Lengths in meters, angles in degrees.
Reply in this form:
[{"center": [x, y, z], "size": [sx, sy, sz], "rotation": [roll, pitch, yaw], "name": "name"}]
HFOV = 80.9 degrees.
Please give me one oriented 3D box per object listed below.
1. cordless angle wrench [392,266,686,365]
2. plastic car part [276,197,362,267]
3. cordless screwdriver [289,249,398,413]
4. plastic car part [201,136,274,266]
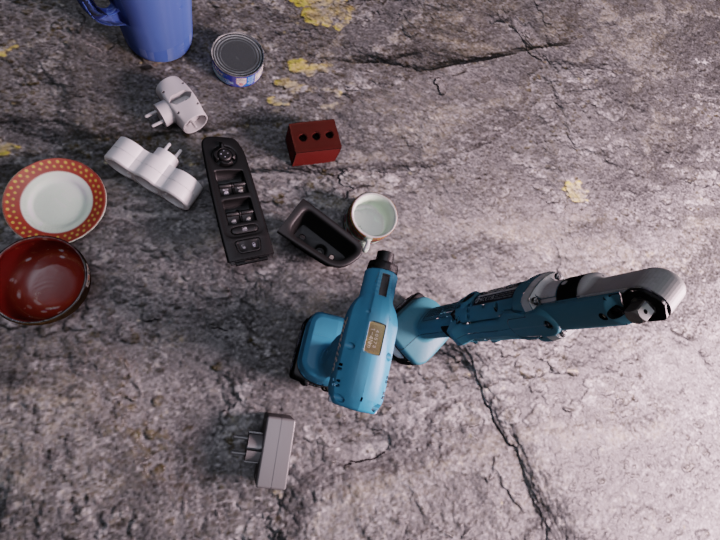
[{"center": [0.132, 0.052, 0.459], "size": [0.097, 0.427, 0.074], "rotation": [-39, 92, -20], "name": "cordless angle wrench"}, {"center": [-0.062, -0.040, 0.630], "size": [0.116, 0.071, 0.066], "rotation": [36, 71, -2], "name": "plastic car part"}, {"center": [-0.020, 0.075, 0.513], "size": [0.073, 0.251, 0.161], "rotation": [18, 73, -13], "name": "cordless screwdriver"}, {"center": [-0.185, -0.103, 0.622], "size": [0.065, 0.067, 0.206], "rotation": [-14, 79, -17], "name": "plastic car part"}]
